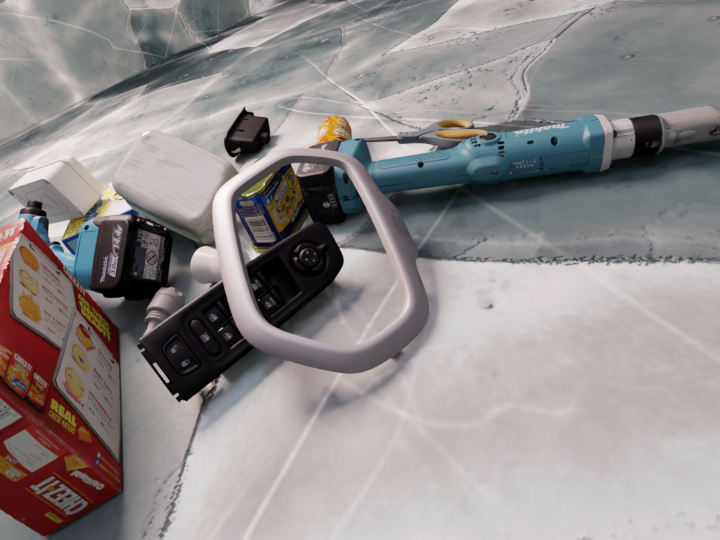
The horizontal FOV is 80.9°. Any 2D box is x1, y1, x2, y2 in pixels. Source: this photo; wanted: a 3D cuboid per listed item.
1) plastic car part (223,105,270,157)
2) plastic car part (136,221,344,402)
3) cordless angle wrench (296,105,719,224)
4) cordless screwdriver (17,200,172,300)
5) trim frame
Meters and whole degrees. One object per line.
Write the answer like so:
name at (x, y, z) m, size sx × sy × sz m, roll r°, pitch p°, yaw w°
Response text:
plastic car part at (-0.205, -0.256, 0.803) m, size 0.072 × 0.063 × 0.119 m, roll 2°, pitch 45°, yaw 7°
plastic car part at (-0.100, 0.033, 0.403) m, size 0.201 × 0.066 × 0.068 m, roll -39°, pitch 80°, yaw -17°
cordless angle wrench at (0.140, -0.124, 0.468) m, size 0.435 × 0.071 × 0.099 m, roll -4°, pitch 41°, yaw 18°
cordless screwdriver at (-0.363, -0.029, 0.544) m, size 0.256 × 0.071 × 0.161 m, roll -7°, pitch 76°, yaw 21°
trim frame at (-0.038, -0.025, 0.392) m, size 0.181 × 0.027 × 0.259 m, roll -15°, pitch 58°, yaw -13°
